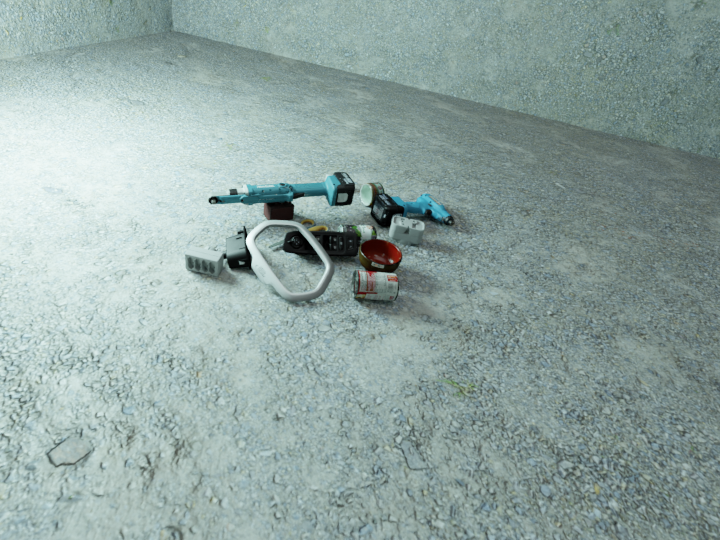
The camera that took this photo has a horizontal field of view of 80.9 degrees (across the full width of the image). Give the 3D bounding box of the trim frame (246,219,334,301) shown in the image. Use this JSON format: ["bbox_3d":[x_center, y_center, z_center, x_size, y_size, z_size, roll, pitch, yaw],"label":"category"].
[{"bbox_3d":[-0.174,-0.030,1.038,0.179,0.027,0.257,-27,67,-29],"label":"trim frame"}]

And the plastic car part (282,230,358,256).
[{"bbox_3d":[-0.111,-0.072,1.131,0.198,0.066,0.068,1,-1,-15],"label":"plastic car part"}]

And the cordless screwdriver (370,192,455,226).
[{"bbox_3d":[0.168,-0.184,1.337,0.240,0.073,0.168,-8,40,-29],"label":"cordless screwdriver"}]

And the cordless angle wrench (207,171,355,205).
[{"bbox_3d":[-0.225,-0.224,1.220,0.411,0.072,0.103,-8,42,-20],"label":"cordless angle wrench"}]

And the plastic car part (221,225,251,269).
[{"bbox_3d":[-0.315,-0.049,1.068,0.071,0.063,0.121,-10,43,-4],"label":"plastic car part"}]
